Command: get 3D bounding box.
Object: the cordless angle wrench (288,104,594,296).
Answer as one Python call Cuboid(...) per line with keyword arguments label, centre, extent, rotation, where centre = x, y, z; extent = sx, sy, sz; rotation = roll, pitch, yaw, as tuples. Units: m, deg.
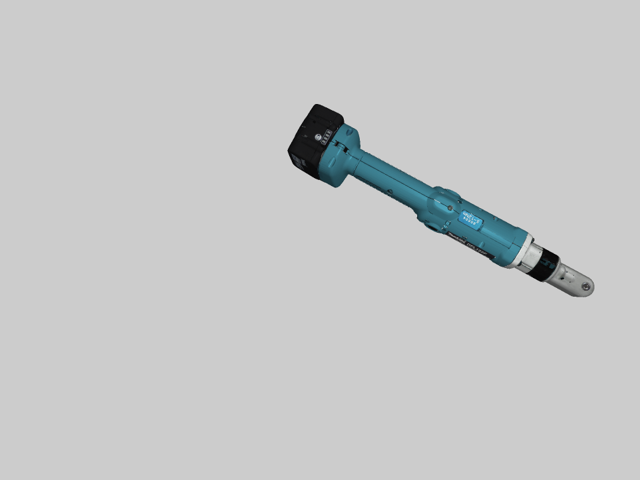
Cuboid(label="cordless angle wrench", centre=(0.158, -0.039, 0.557), extent=(0.423, 0.074, 0.098), rotation=(30, -3, 6))
